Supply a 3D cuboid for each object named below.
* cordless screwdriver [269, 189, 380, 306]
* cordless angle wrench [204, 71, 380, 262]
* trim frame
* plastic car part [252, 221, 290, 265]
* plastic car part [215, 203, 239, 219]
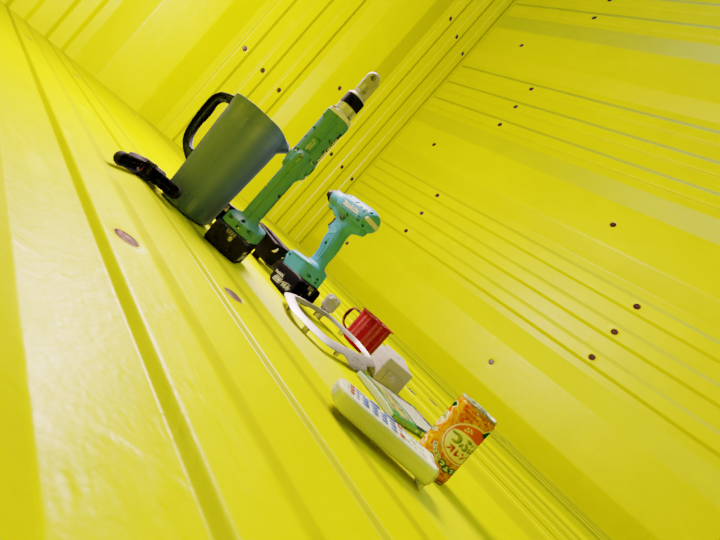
[{"bbox_3d":[-0.087,-0.057,0.894,0.168,0.249,0.070,42,0,42],"label":"cordless screwdriver"},{"bbox_3d":[-0.110,-0.195,0.765,0.074,0.423,0.098,41,0,-3],"label":"cordless angle wrench"},{"bbox_3d":[-0.057,0.116,0.789,0.195,0.027,0.235,41,-1,37],"label":"trim frame"},{"bbox_3d":[-0.220,-0.054,0.984,0.123,0.071,0.062,41,0,42],"label":"plastic car part"},{"bbox_3d":[-0.331,-0.150,0.933,0.210,0.067,0.064,41,0,18],"label":"plastic car part"}]
